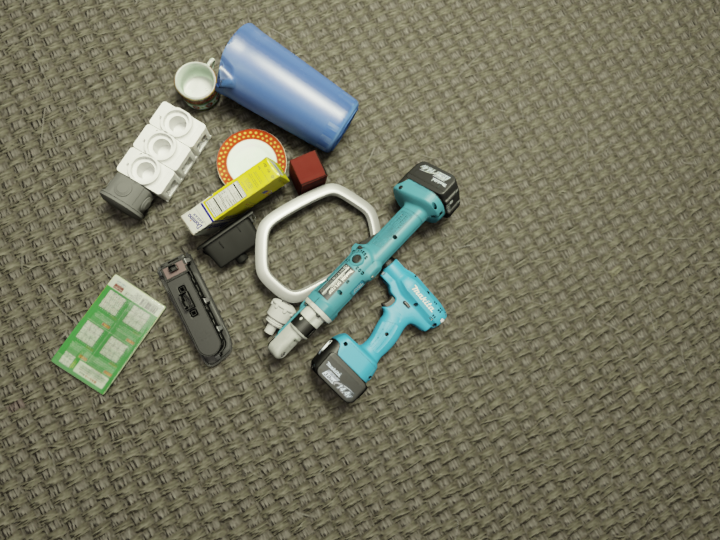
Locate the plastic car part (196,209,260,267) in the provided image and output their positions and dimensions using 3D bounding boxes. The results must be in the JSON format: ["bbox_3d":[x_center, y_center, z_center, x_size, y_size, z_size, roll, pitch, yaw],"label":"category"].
[{"bbox_3d":[-0.224,-0.050,0.756,0.116,0.068,0.069,-39,104,-6],"label":"plastic car part"}]

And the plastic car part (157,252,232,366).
[{"bbox_3d":[-0.285,0.068,0.734,0.065,0.068,0.204,-27,88,-16],"label":"plastic car part"}]

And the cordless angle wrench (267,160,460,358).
[{"bbox_3d":[0.001,-0.010,0.725,0.421,0.070,0.103,-46,55,-7],"label":"cordless angle wrench"}]

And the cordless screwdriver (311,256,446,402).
[{"bbox_3d":[0.016,0.096,0.743,0.247,0.074,0.160,-41,87,-12],"label":"cordless screwdriver"}]

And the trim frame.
[{"bbox_3d":[-0.075,-0.049,0.763,0.245,0.028,0.183,-32,94,-16],"label":"trim frame"}]
